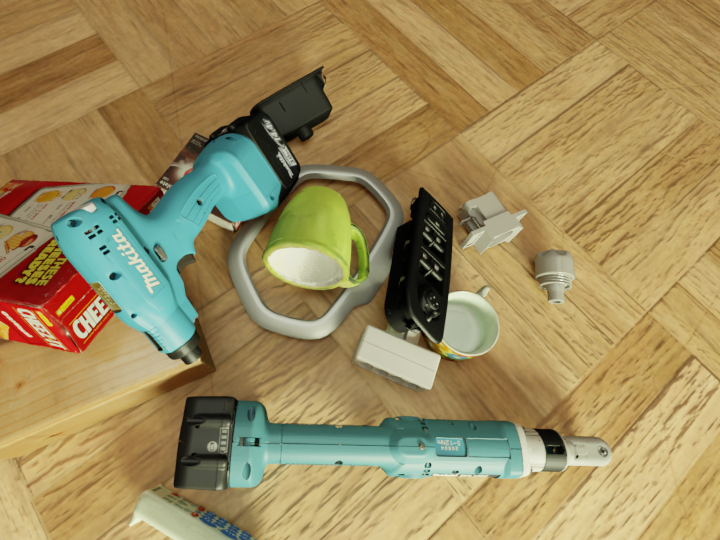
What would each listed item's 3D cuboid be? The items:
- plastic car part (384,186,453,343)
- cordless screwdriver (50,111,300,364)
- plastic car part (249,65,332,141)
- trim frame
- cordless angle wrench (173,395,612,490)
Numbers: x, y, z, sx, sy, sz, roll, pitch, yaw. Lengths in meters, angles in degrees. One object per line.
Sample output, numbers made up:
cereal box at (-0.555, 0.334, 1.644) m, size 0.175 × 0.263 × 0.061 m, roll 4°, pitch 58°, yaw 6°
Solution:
plastic car part at (0.063, -0.008, 0.479) m, size 0.069 × 0.063 × 0.207 m, roll -25°, pitch 34°, yaw 29°
cordless screwdriver at (-0.145, -0.044, 0.417) m, size 0.077 × 0.153 × 0.248 m, roll -11°, pitch 31°, yaw 35°
plastic car part at (-0.086, -0.216, 0.586) m, size 0.115 × 0.066 × 0.071 m, roll -38°, pitch 91°, yaw -14°
trim frame at (-0.051, -0.034, 0.525) m, size 0.188 × 0.027 × 0.248 m, roll 30°, pitch 67°, yaw 10°
cordless angle wrench at (0.044, 0.172, 0.413) m, size 0.419 × 0.096 × 0.076 m, roll 4°, pitch 65°, yaw -6°
